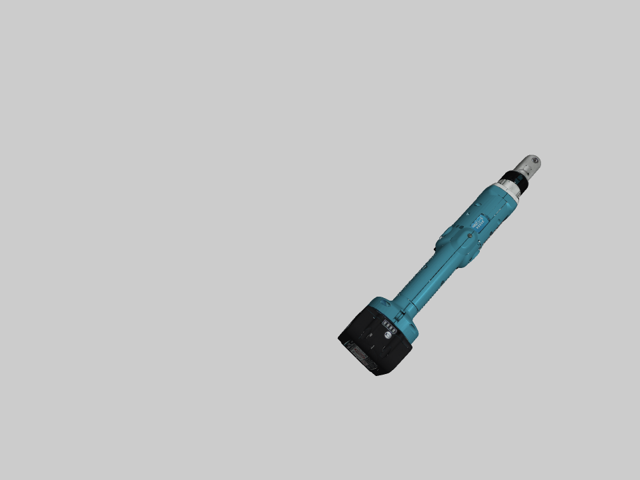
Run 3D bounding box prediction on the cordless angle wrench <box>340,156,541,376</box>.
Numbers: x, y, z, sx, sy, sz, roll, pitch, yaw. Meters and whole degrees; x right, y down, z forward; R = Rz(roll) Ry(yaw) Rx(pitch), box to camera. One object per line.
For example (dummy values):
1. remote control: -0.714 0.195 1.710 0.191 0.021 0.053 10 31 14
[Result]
1. cordless angle wrench: 0.196 0.009 0.604 0.422 0.074 0.098 -43 -10 -19
